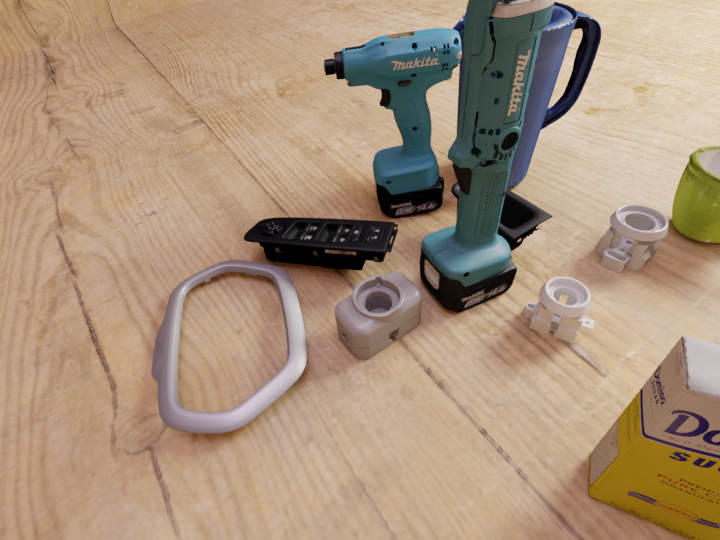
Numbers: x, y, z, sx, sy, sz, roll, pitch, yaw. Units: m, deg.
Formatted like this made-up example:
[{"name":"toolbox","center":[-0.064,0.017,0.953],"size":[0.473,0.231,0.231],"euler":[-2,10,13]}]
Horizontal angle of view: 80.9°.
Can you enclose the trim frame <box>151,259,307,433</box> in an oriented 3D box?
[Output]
[{"name":"trim frame","center":[-0.160,0.073,0.504],"size":[0.183,0.026,0.260],"euler":[-16,46,-5]}]

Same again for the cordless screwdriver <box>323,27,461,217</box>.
[{"name":"cordless screwdriver","center":[0.042,-0.187,0.573],"size":[0.160,0.239,0.077],"euler":[-5,45,2]}]

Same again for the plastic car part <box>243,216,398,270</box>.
[{"name":"plastic car part","center":[-0.055,-0.036,0.566],"size":[0.209,0.064,0.067],"euler":[8,47,17]}]

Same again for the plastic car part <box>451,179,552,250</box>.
[{"name":"plastic car part","center":[0.171,-0.066,0.552],"size":[0.065,0.068,0.123],"euler":[-28,48,-19]}]

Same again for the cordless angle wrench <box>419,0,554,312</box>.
[{"name":"cordless angle wrench","center":[0.115,-0.126,0.383],"size":[0.096,0.407,0.078],"euler":[-20,47,-14]}]
